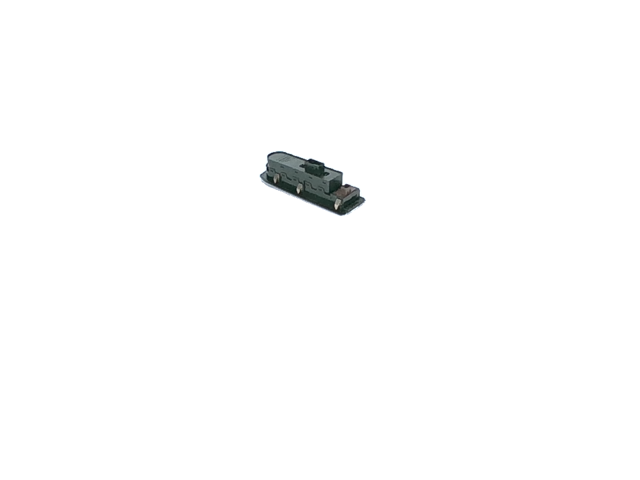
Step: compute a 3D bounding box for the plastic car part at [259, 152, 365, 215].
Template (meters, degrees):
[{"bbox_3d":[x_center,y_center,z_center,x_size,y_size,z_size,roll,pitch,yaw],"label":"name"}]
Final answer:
[{"bbox_3d":[-0.025,-0.105,0.718,0.204,0.067,0.066,22,49,34],"label":"plastic car part"}]
